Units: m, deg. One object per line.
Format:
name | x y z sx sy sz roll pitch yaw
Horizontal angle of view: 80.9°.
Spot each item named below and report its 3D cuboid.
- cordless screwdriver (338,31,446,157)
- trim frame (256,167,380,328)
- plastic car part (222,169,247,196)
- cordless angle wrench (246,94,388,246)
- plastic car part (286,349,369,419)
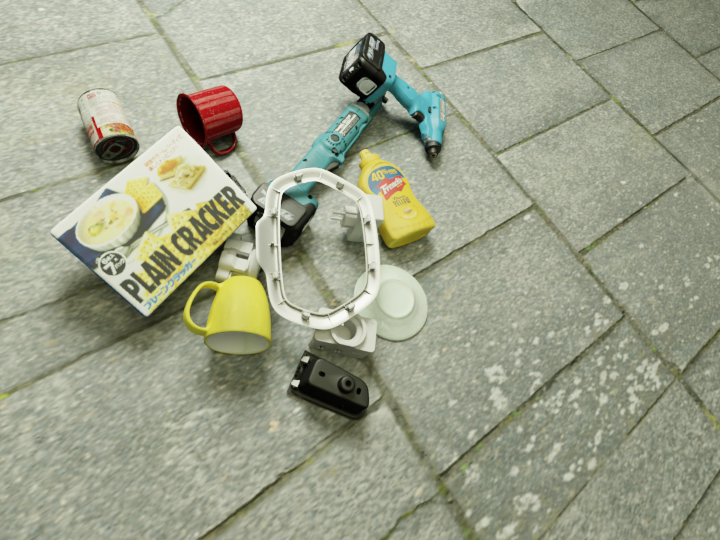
cordless screwdriver | 0.075 -0.332 0.825 0.237 0.076 0.162 24 58 -30
trim frame | -0.061 -0.040 0.621 0.181 0.027 0.253 -1 75 -10
plastic car part | -0.281 -0.111 0.660 0.199 0.066 0.069 -29 69 -21
cordless angle wrench | -0.054 -0.223 0.776 0.098 0.074 0.423 32 58 -1
plastic car part | -0.034 0.159 0.586 0.117 0.070 0.066 24 62 0
